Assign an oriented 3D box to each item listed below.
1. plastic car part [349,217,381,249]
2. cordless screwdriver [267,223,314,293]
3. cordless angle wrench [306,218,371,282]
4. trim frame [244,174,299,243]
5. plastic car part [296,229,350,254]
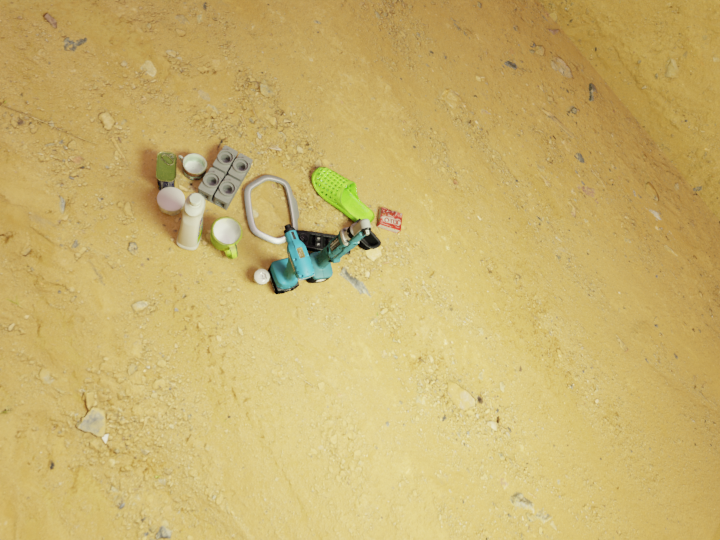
[{"bbox_3d":[0.006,-0.110,1.456,0.117,0.072,0.065,47,62,0],"label":"plastic car part"},{"bbox_3d":[-0.214,-0.026,1.245,0.072,0.252,0.162,-16,80,-27],"label":"cordless screwdriver"},{"bbox_3d":[-0.070,-0.060,1.211,0.072,0.429,0.100,-6,77,-26],"label":"cordless angle wrench"},{"bbox_3d":[-0.292,-0.205,1.409,0.178,0.028,0.254,-7,73,-22],"label":"trim frame"},{"bbox_3d":[-0.137,-0.089,1.399,0.197,0.068,0.067,10,69,-17],"label":"plastic car part"}]
